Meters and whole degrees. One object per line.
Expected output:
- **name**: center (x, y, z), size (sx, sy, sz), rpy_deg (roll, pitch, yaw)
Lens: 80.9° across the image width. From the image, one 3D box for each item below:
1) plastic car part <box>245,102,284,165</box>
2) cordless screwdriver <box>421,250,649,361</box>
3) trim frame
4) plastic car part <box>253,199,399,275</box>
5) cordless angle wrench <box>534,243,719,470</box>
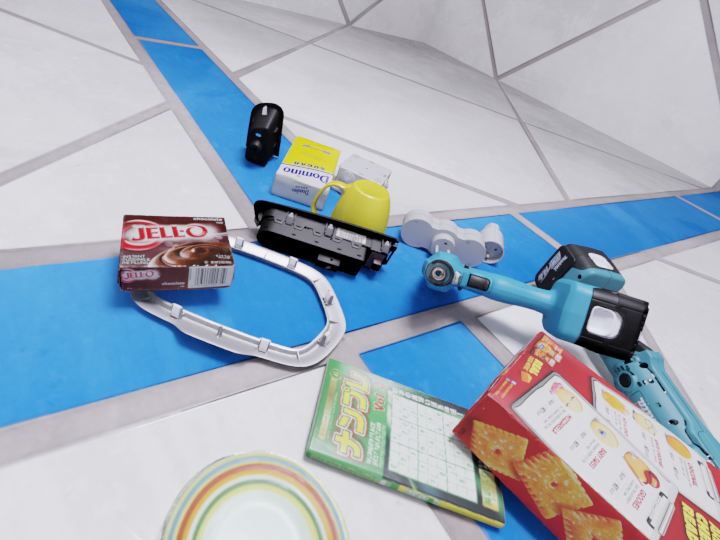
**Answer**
- **plastic car part**: center (-0.175, -0.230, 0.742), size (0.065, 0.116, 0.072), rpy_deg (18, 59, -7)
- **cordless screwdriver**: center (0.198, 0.032, 0.517), size (0.257, 0.074, 0.154), rpy_deg (18, 5, 17)
- **trim frame**: center (-0.133, 0.023, 0.484), size (0.249, 0.027, 0.186), rpy_deg (21, 36, 0)
- **plastic car part**: center (-0.057, -0.037, 0.579), size (0.202, 0.066, 0.068), rpy_deg (21, 60, -1)
- **cordless angle wrench**: center (0.347, 0.137, 0.519), size (0.073, 0.097, 0.437), rpy_deg (12, 40, -15)
